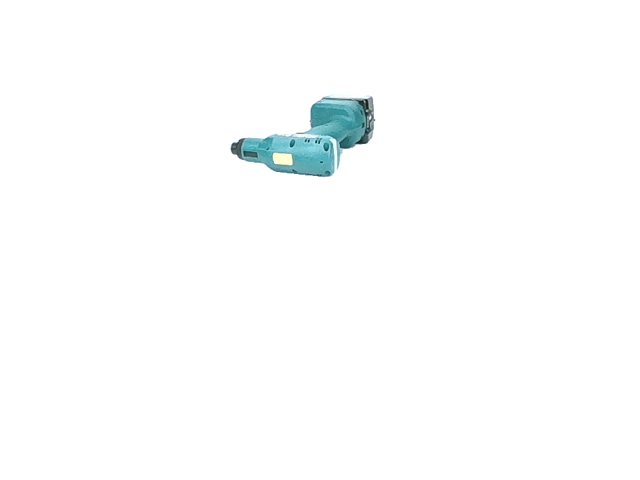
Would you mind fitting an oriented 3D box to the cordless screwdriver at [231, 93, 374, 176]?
[{"bbox_3d":[-0.014,-0.168,0.663,0.160,0.074,0.247,9,32,21],"label":"cordless screwdriver"}]
